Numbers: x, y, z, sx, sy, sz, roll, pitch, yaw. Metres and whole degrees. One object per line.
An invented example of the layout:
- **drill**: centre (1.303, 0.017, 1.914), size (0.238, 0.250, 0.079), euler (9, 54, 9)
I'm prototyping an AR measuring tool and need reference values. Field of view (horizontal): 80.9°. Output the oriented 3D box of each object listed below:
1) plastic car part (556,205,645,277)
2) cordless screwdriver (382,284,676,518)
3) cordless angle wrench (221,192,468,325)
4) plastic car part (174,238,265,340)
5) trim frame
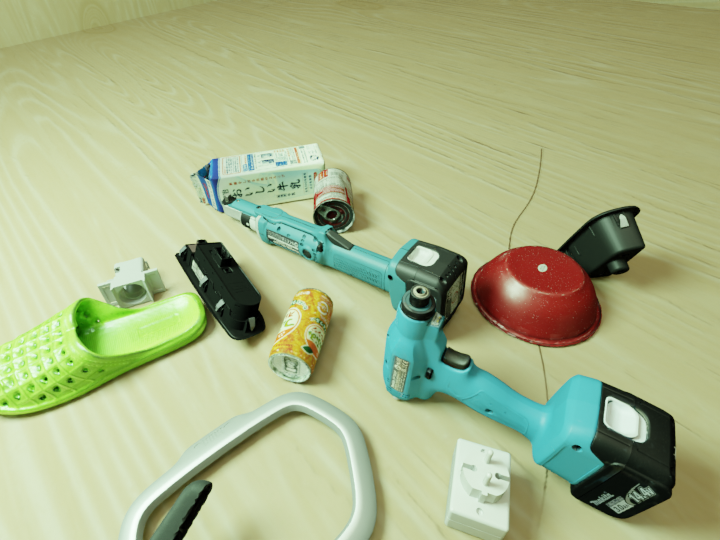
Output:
- **plastic car part**: centre (0.328, -0.027, 0.563), size (0.066, 0.114, 0.073), euler (-5, 67, -4)
- **cordless screwdriver**: centre (0.140, 0.109, 0.393), size (0.259, 0.154, 0.074), euler (22, 47, 22)
- **cordless angle wrench**: centre (-0.061, -0.040, 0.628), size (0.445, 0.094, 0.073), euler (23, 48, 32)
- **plastic car part**: centre (-0.189, 0.012, 0.589), size (0.063, 0.067, 0.214), euler (1, 36, -44)
- **trim frame**: centre (-0.100, 0.217, 0.392), size (0.244, 0.026, 0.194), euler (-33, 51, -25)
